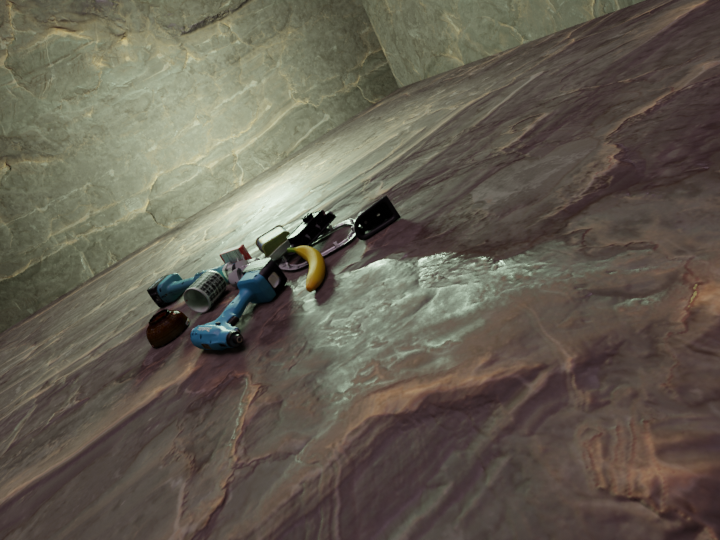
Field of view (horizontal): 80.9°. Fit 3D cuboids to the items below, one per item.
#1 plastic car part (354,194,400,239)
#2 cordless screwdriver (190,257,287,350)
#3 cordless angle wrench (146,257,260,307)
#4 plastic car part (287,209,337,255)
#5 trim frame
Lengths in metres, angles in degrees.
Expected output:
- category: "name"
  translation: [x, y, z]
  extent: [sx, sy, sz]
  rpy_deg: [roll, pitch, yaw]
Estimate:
- category: "plastic car part"
  translation: [0.027, -0.124, 1.043]
  extent: [0.116, 0.065, 0.072]
  rpy_deg: [-35, 7, -4]
- category: "cordless screwdriver"
  translation: [-0.254, 0.076, 0.940]
  extent: [0.166, 0.071, 0.248]
  rpy_deg: [-7, 36, 41]
- category: "cordless angle wrench"
  translation: [-0.478, 0.026, 1.296]
  extent: [0.437, 0.072, 0.098]
  rpy_deg: [-14, 27, 27]
- category: "plastic car part"
  translation: [-0.137, -0.113, 1.145]
  extent: [0.069, 0.064, 0.203]
  rpy_deg: [-6, 35, 32]
- category: "trim frame"
  translation: [-0.110, -0.072, 1.123]
  extent: [0.249, 0.026, 0.190]
  rpy_deg: [-31, 23, 2]
